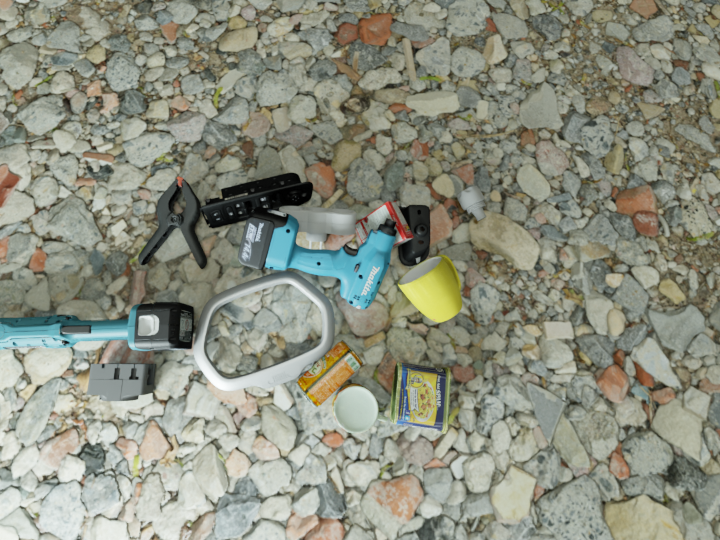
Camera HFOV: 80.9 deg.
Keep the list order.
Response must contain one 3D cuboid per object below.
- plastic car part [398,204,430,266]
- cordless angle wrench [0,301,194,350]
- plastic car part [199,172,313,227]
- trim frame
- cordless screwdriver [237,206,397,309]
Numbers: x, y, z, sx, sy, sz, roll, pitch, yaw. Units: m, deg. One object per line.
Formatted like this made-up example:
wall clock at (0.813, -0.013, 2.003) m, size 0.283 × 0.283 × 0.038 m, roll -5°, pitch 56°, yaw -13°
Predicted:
plastic car part at (0.101, -0.071, 0.757) m, size 0.066 × 0.070 × 0.118 m, roll 0°, pitch 73°, yaw -5°
cordless angle wrench at (-0.494, 0.100, 0.695) m, size 0.424 × 0.096 × 0.075 m, roll -2°, pitch 78°, yaw 2°
plastic car part at (-0.187, -0.134, 0.776) m, size 0.202 × 0.064 × 0.070 m, roll -12°, pitch 52°, yaw -4°
trim frame at (-0.165, 0.105, 0.728) m, size 0.246 × 0.027 × 0.188 m, roll -20°, pitch 76°, yaw -8°
cordless screwdriver at (-0.069, -0.045, 0.706) m, size 0.245 × 0.076 × 0.158 m, roll 20°, pitch 103°, yaw -7°
